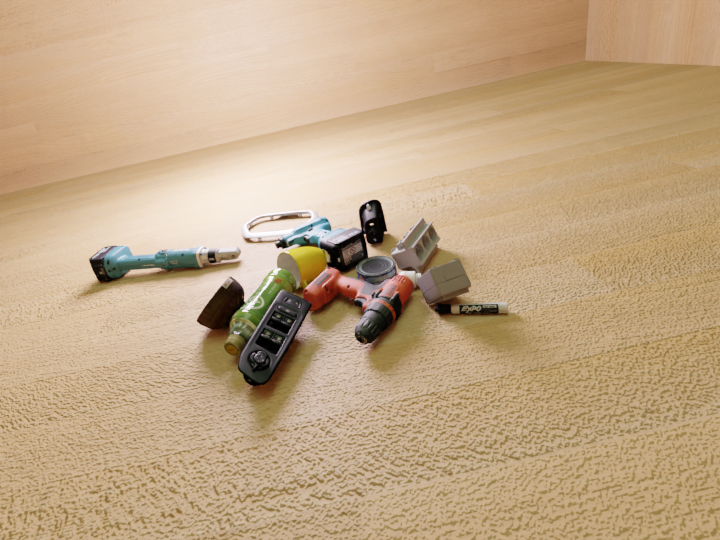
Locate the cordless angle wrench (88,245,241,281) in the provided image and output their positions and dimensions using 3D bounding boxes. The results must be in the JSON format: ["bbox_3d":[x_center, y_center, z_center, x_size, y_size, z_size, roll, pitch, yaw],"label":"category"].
[{"bbox_3d":[-0.530,-0.032,1.160,0.431,0.072,0.099,-4,30,12],"label":"cordless angle wrench"}]

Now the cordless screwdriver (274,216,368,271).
[{"bbox_3d":[-0.102,-0.067,1.047,0.156,0.072,0.262,-26,28,-22],"label":"cordless screwdriver"}]

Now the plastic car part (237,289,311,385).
[{"bbox_3d":[-0.155,0.121,0.738,0.066,0.067,0.204,28,35,-3],"label":"plastic car part"}]

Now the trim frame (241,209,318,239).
[{"bbox_3d":[-0.245,-0.140,1.276,0.255,0.026,0.186,-6,31,15],"label":"trim frame"}]

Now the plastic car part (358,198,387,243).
[{"bbox_3d":[0.030,-0.109,1.041,0.067,0.111,0.073,-7,52,7],"label":"plastic car part"}]
